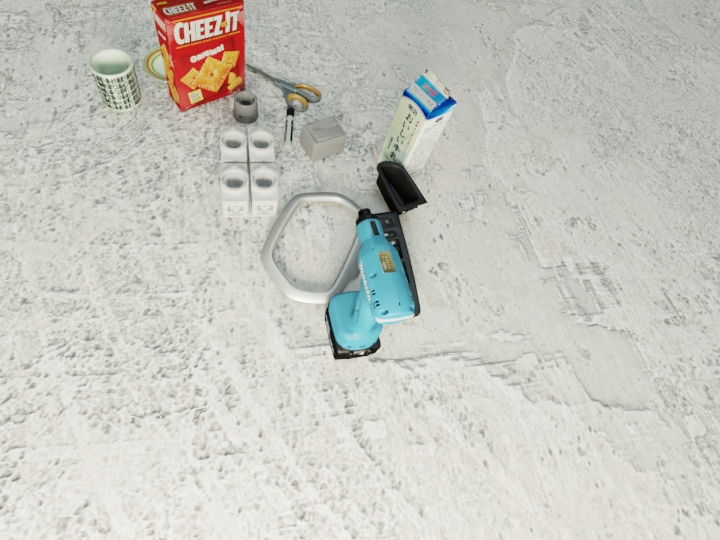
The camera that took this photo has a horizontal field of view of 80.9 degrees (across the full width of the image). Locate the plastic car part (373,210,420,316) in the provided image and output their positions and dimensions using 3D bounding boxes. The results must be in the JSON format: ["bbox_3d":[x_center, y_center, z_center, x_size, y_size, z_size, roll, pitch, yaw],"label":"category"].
[{"bbox_3d":[0.053,-0.006,0.766,0.065,0.066,0.210,-5,62,-15],"label":"plastic car part"}]

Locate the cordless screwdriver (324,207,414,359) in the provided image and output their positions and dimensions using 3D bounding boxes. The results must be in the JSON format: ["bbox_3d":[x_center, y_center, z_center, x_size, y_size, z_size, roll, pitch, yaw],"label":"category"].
[{"bbox_3d":[0.001,0.033,0.631,0.073,0.246,0.164,-6,64,-17],"label":"cordless screwdriver"}]

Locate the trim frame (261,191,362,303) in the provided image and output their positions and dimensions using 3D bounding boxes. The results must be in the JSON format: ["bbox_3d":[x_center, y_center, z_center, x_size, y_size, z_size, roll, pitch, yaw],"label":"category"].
[{"bbox_3d":[-0.077,-0.051,0.792,0.185,0.027,0.250,21,59,3],"label":"trim frame"}]

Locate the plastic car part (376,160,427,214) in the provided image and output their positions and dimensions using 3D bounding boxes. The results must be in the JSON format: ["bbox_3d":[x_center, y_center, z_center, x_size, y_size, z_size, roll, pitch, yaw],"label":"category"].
[{"bbox_3d":[0.070,-0.158,0.854,0.064,0.070,0.121,-19,66,-21],"label":"plastic car part"}]
